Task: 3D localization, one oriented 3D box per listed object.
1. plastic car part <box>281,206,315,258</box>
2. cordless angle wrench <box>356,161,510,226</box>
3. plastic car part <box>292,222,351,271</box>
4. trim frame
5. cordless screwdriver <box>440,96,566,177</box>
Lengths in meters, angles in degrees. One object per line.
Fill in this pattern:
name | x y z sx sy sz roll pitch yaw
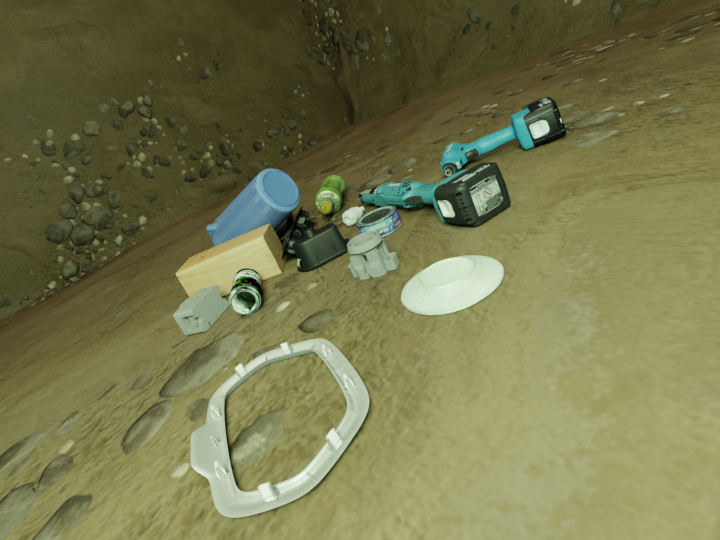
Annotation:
plastic car part | -0.133 -0.074 0.934 0.066 0.067 0.205 -62 6 23
cordless angle wrench | 0.102 -0.149 0.837 0.097 0.072 0.441 -32 20 -17
plastic car part | -0.079 -0.052 0.811 0.115 0.069 0.068 -26 18 -10
trim frame | -0.091 0.143 0.446 0.182 0.026 0.259 -31 24 -10
cordless screwdriver | 0.291 -0.271 0.899 0.257 0.072 0.159 -18 23 30
